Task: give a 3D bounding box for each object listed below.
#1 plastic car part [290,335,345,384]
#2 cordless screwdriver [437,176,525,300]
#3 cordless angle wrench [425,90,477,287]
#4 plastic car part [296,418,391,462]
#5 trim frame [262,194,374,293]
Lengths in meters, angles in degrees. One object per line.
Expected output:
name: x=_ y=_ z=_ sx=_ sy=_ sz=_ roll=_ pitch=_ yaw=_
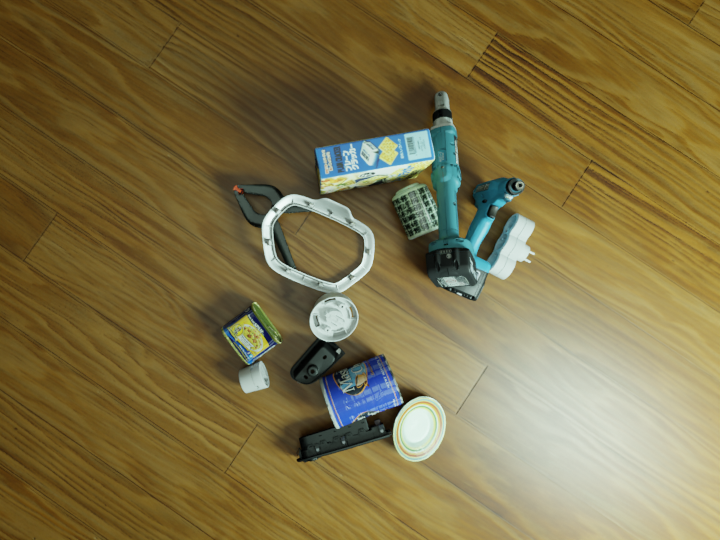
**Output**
plastic car part: x=-0.092 y=0.194 z=0.868 sx=0.066 sy=0.071 sz=0.116 roll=44 pitch=85 yaw=0
cordless screwdriver: x=0.239 y=-0.067 z=0.836 sx=0.074 sy=0.161 sz=0.249 roll=22 pitch=90 yaw=-8
cordless angle wrench: x=0.167 y=-0.180 z=0.824 sx=0.077 sy=0.093 sz=0.432 roll=-9 pitch=66 yaw=23
plastic car part: x=-0.042 y=0.342 z=0.866 sx=0.203 sy=0.065 sz=0.068 roll=-21 pitch=80 yaw=-1
trim frame: x=-0.086 y=-0.056 z=0.879 sx=0.244 sy=0.028 sz=0.184 roll=24 pitch=88 yaw=-10
